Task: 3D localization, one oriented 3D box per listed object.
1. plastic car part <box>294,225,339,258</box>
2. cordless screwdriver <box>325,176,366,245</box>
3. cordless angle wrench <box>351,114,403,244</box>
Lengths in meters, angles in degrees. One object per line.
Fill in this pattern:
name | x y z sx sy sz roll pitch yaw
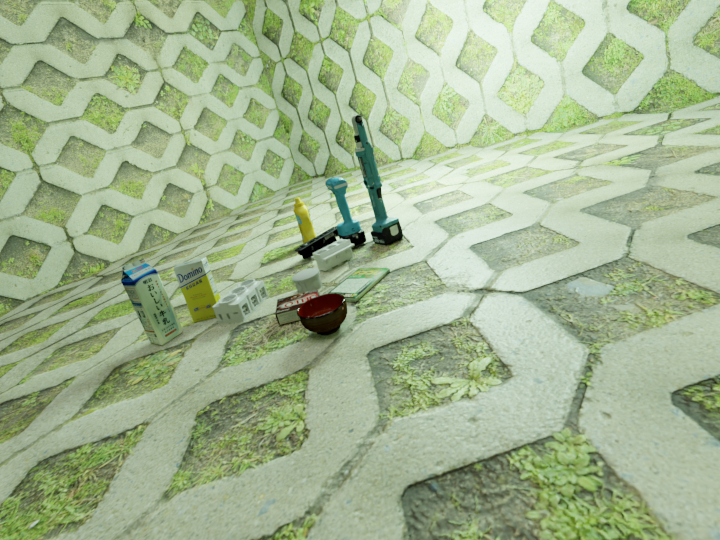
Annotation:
plastic car part | -0.150 -0.098 1.530 0.198 0.065 0.070 -29 21 -30
cordless screwdriver | -0.063 -0.209 1.490 0.073 0.243 0.165 -20 17 -14
cordless angle wrench | 0.039 -0.291 1.371 0.073 0.413 0.102 -24 17 -25
